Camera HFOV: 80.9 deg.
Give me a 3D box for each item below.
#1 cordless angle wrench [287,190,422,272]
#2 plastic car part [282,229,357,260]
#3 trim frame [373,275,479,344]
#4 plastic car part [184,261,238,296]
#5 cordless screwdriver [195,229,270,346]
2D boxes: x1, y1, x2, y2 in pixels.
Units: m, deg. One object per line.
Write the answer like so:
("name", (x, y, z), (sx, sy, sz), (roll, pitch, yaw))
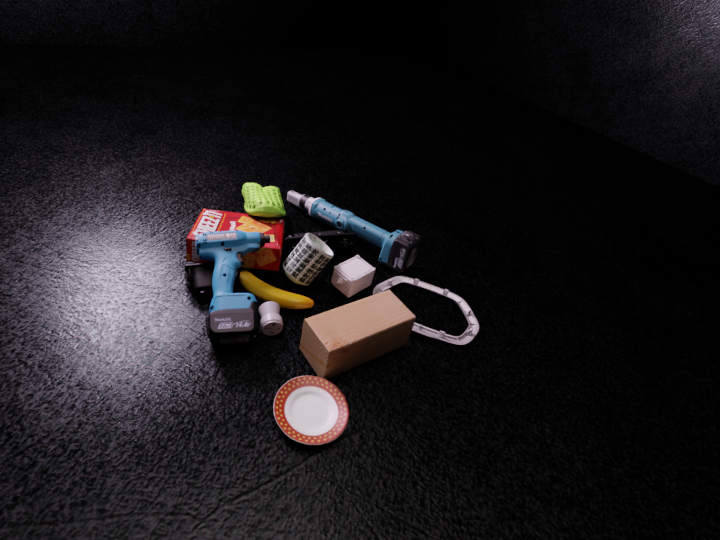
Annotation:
("cordless angle wrench", (-0.042, -0.132, 1.154), (0.444, 0.096, 0.072), (29, 37, 27))
("plastic car part", (-0.105, -0.069, 1.079), (0.197, 0.065, 0.070), (-5, 24, -22))
("trim frame", (0.149, 0.085, 0.971), (0.254, 0.027, 0.184), (21, 40, 11))
("plastic car part", (-0.319, 0.024, 0.920), (0.113, 0.065, 0.074), (-4, 57, -20))
("cordless screwdriver", (-0.247, 0.023, 0.862), (0.155, 0.073, 0.258), (-7, 58, -18))
